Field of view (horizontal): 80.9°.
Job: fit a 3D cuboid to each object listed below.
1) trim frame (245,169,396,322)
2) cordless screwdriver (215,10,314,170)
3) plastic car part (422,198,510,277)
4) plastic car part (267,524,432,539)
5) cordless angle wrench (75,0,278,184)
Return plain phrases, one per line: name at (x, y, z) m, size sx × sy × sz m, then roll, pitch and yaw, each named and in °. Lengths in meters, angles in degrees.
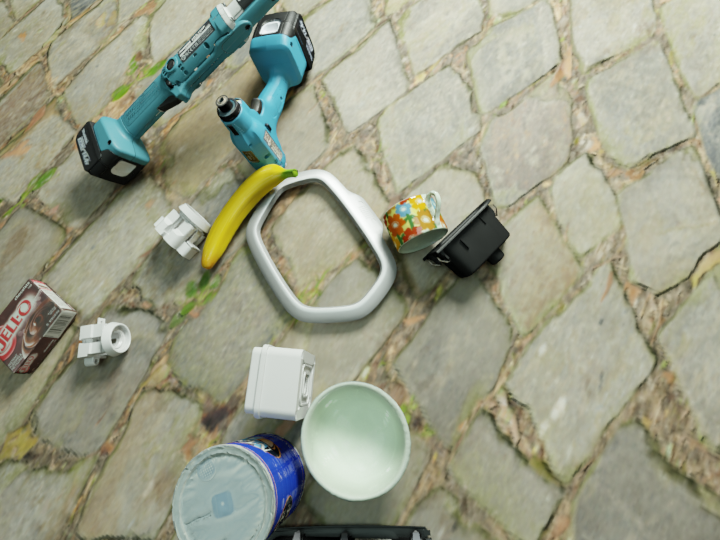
trim frame at (-0.059, -0.039, 0.607) m, size 0.184 × 0.026 × 0.258 m, roll -34°, pitch 67°, yaw -1°
cordless screwdriver at (-0.143, -0.285, 0.637) m, size 0.077 × 0.152 × 0.252 m, roll 3°, pitch 71°, yaw 17°
plastic car part at (0.151, -0.034, 0.553) m, size 0.116 × 0.066 × 0.072 m, roll -40°, pitch 86°, yaw -8°
plastic car part at (-0.023, 0.324, 0.461) m, size 0.207 × 0.065 × 0.067 m, roll -5°, pitch 79°, yaw 11°
cordless angle wrench at (-0.264, -0.292, 0.633) m, size 0.428 × 0.071 × 0.101 m, roll -34°, pitch 69°, yaw 18°
